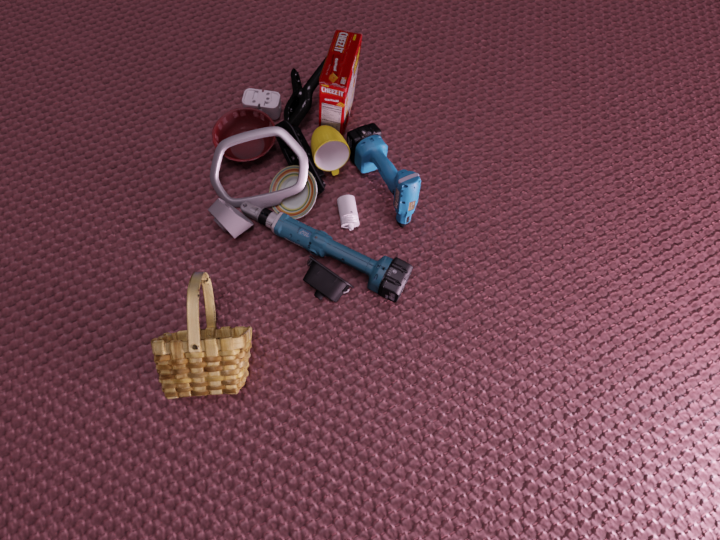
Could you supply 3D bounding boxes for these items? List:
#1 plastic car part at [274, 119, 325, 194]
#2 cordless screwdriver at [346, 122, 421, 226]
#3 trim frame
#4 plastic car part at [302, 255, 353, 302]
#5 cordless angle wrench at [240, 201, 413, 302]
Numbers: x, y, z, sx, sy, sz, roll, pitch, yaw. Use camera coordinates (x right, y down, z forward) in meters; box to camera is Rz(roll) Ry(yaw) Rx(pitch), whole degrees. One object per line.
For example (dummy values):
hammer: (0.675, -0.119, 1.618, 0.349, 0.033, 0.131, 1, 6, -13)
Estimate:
plastic car part: (-0.141, -0.278, 1.034, 0.065, 0.068, 0.203, -31, 91, -43)
cordless screwdriver: (0.054, -0.227, 1.009, 0.073, 0.154, 0.261, -23, 57, -15)
trim frame: (-0.244, -0.239, 1.005, 0.252, 0.027, 0.181, -11, 99, 11)
plastic car part: (-0.082, 0.028, 0.942, 0.119, 0.065, 0.071, 38, 88, 9)
cordless angle wrench: (-0.094, -0.061, 0.958, 0.434, 0.095, 0.074, 26, 74, 13)
